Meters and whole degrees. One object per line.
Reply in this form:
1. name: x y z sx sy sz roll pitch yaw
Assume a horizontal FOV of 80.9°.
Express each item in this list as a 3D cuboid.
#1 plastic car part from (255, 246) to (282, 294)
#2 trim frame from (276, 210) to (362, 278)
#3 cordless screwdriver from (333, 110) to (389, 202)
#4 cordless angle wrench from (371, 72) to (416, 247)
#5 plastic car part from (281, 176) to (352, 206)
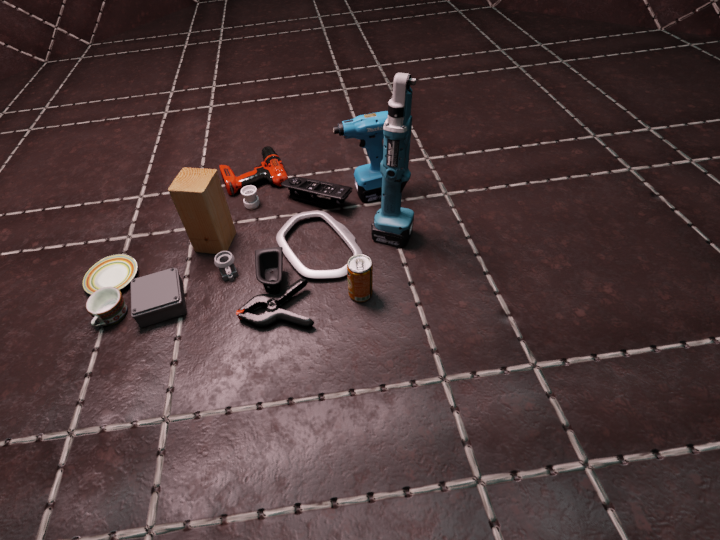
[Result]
1. plastic car part: -0.206 0.010 0.976 0.066 0.068 0.121 -8 47 -4
2. trim frame: -0.104 -0.068 1.065 0.181 0.026 0.262 -28 51 -18
3. cordless screwdriver: 0.012 -0.295 1.116 0.158 0.240 0.077 -9 48 -6
4. cordless angle wrench: 0.077 -0.227 0.933 0.101 0.408 0.075 16 50 15
5. plastic car part: -0.124 -0.218 1.178 0.211 0.064 0.066 19 51 21
